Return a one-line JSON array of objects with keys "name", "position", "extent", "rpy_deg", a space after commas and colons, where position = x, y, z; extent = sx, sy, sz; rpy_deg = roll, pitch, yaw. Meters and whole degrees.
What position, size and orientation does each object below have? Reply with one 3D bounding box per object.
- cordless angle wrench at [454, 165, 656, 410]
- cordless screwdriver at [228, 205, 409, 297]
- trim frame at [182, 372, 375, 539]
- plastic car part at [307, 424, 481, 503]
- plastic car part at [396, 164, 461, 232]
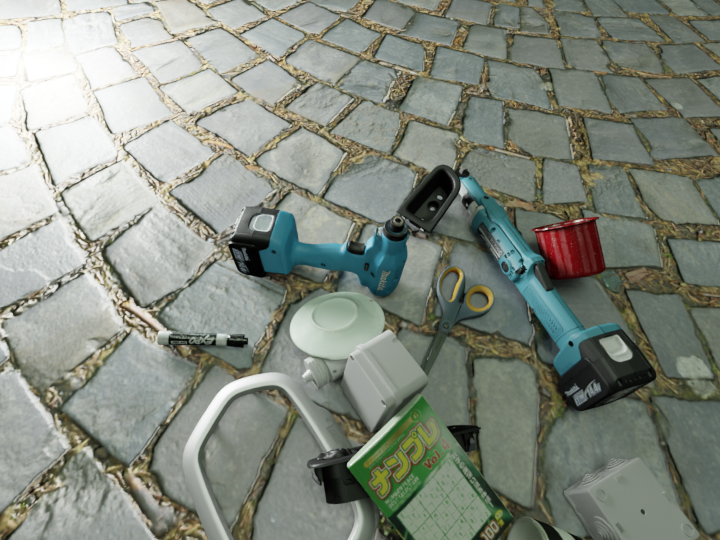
[{"name": "cordless angle wrench", "position": [0.247, -0.011, 0.650], "extent": [0.073, 0.095, 0.442], "rpy_deg": [-12, 53, -15]}, {"name": "cordless screwdriver", "position": [-0.059, -0.038, 0.601], "extent": [0.251, 0.155, 0.076], "rpy_deg": [11, 56, 5]}, {"name": "trim frame", "position": [-0.095, 0.237, 0.488], "extent": [0.181, 0.027, 0.260], "rpy_deg": [-30, 61, -21]}, {"name": "plastic car part", "position": [0.037, 0.218, 0.476], "extent": [0.198, 0.067, 0.068], "rpy_deg": [-1, 78, -16]}, {"name": "plastic car part", "position": [0.120, -0.113, 0.714], "extent": [0.068, 0.069, 0.116], "rpy_deg": [36, 76, 16]}]
